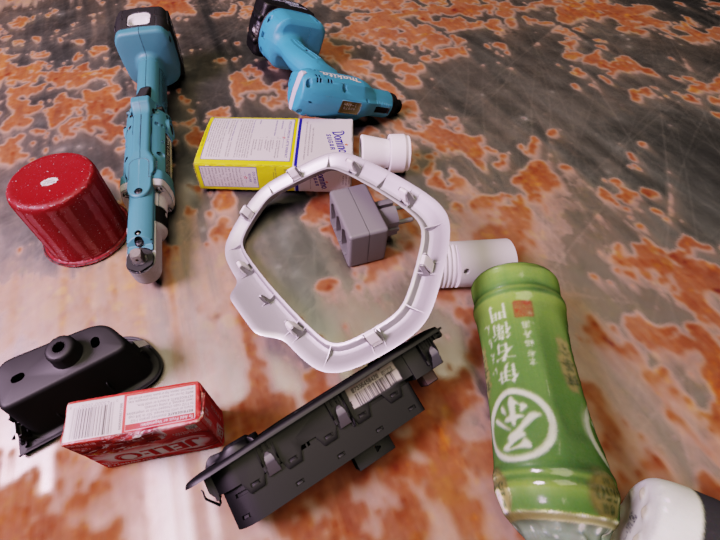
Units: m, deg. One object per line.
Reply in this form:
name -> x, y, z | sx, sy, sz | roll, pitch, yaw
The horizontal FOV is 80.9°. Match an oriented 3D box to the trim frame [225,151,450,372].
trim frame -> -0.037, -0.024, 0.376 | 0.184, 0.026, 0.263 | -47, 51, -3

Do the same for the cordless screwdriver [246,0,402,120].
cordless screwdriver -> -0.057, -0.290, 0.591 | 0.153, 0.074, 0.261 | -5, 49, -33

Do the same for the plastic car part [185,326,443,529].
plastic car part -> -0.022, 0.114, 0.306 | 0.199, 0.066, 0.068 | -24, 83, -17

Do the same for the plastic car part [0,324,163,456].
plastic car part -> -0.225, 0.078, 0.330 | 0.115, 0.068, 0.069 | -28, 60, -15

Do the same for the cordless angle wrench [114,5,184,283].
cordless angle wrench -> -0.256, -0.169, 0.511 | 0.073, 0.095, 0.440 | -11, 58, -9
